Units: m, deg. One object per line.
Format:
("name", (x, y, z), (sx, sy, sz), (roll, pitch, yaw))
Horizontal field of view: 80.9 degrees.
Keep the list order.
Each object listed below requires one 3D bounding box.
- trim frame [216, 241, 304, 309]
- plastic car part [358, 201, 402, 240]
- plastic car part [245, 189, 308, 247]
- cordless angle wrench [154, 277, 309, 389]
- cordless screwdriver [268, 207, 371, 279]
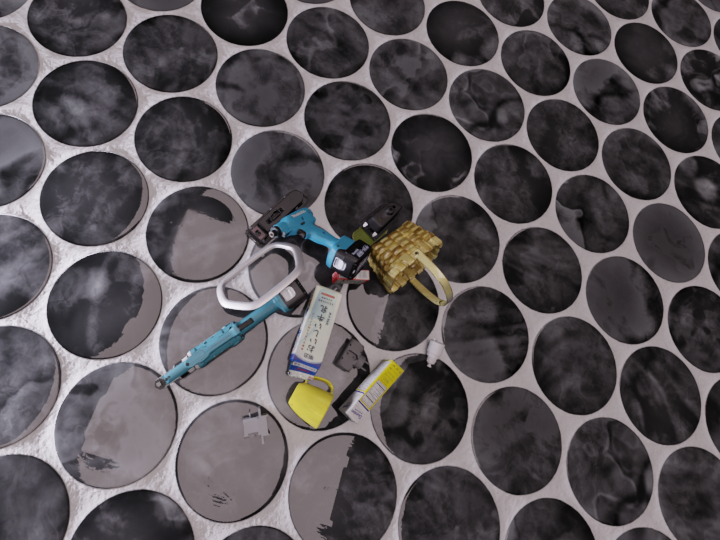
("trim frame", (-0.253, 0.011, 1.080), (0.246, 0.026, 0.195), (-43, 49, -21))
("plastic car part", (0.064, -0.146, 1.125), (0.115, 0.071, 0.066), (-42, 89, -15))
("plastic car part", (-0.227, -0.159, 1.174), (0.067, 0.066, 0.201), (41, 69, 7))
("cordless angle wrench", (-0.322, 0.160, 1.059), (0.419, 0.098, 0.075), (-35, 87, -13))
("cordless screwdriver", (-0.108, -0.070, 1.102), (0.258, 0.073, 0.156), (33, 39, 19))
